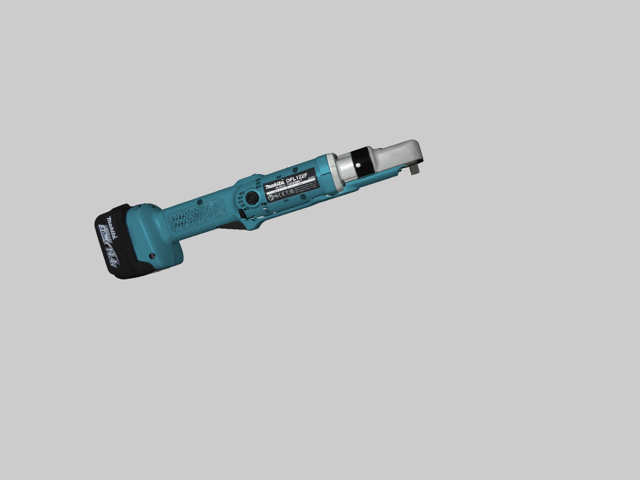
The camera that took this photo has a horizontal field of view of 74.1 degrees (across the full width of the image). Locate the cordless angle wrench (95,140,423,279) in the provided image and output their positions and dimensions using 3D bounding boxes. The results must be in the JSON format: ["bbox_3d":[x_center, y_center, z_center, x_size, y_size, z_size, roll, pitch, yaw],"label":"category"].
[{"bbox_3d":[-0.080,-0.050,0.545,0.423,0.098,0.074,-17,1,11],"label":"cordless angle wrench"}]
